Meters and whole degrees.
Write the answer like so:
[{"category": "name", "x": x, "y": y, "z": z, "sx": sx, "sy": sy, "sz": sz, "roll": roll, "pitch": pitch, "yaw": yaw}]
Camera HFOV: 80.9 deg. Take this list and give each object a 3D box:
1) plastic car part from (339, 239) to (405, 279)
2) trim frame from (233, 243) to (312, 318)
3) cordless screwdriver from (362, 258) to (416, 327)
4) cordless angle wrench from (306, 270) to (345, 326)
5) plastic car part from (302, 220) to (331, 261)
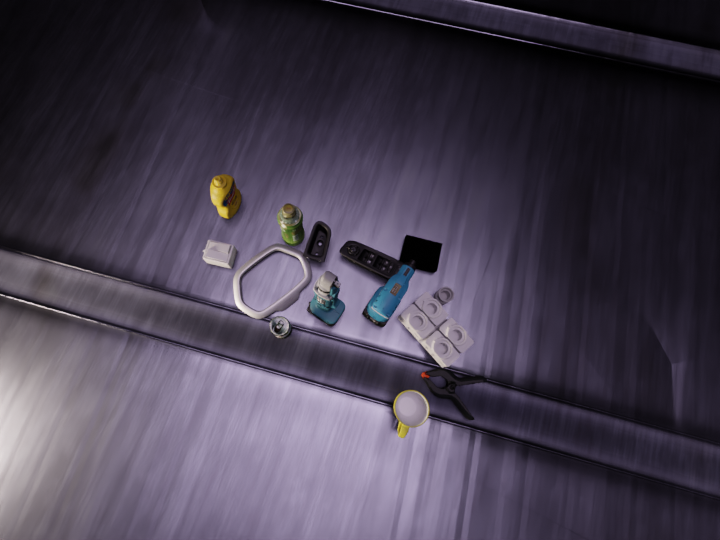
[{"category": "plastic car part", "x": 0.036, "y": -0.026, "z": 1.245, "sx": 0.206, "sy": 0.066, "sz": 0.066, "roll": 27, "pitch": 75, "yaw": 8}, {"category": "trim frame", "x": -0.261, "y": 0.030, "z": 1.249, "sx": 0.247, "sy": 0.027, "sz": 0.189, "roll": -39, "pitch": 77, "yaw": -11}, {"category": "cordless screwdriver", "x": 0.080, "y": 0.064, "z": 1.123, "sx": 0.075, "sy": 0.245, "sz": 0.159, "roll": 34, "pitch": 75, "yaw": 4}, {"category": "cordless angle wrench", "x": -0.082, "y": 0.063, "z": 1.035, "sx": 0.099, "sy": 0.417, "sz": 0.074, "roll": 34, "pitch": 75, "yaw": 4}, {"category": "plastic car part", "x": -0.123, "y": -0.081, "z": 1.260, "sx": 0.066, "sy": 0.070, "sz": 0.117, "roll": 15, "pitch": 74, "yaw": 2}]
